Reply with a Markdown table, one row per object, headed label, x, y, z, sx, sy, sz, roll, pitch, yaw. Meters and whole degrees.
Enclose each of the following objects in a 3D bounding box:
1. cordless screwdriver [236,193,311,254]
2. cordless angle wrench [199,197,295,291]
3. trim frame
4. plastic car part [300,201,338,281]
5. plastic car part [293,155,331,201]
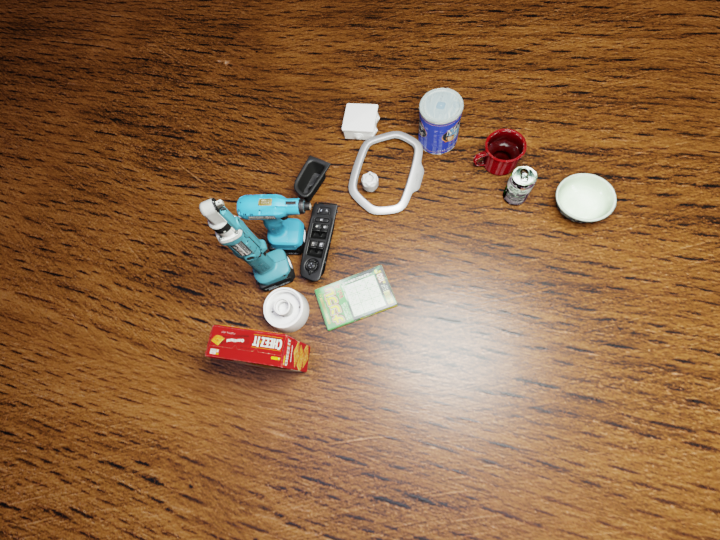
| label | x | y | z | sx | sy | sz | roll | pitch | yaw |
| --- | --- | --- | --- | --- | --- | --- | --- | --- | --- |
| cordless screwdriver | -0.174 | -0.109 | 0.996 | 0.162 | 0.240 | 0.075 | 1 | 73 | 8 |
| cordless angle wrench | -0.238 | -0.049 | 0.897 | 0.098 | 0.409 | 0.076 | -21 | 72 | 0 |
| trim frame | 0.070 | -0.260 | 1.115 | 0.189 | 0.026 | 0.250 | 13 | 74 | 15 |
| plastic car part | -0.104 | -0.068 | 1.062 | 0.068 | 0.065 | 0.205 | 9 | 73 | 12 |
| plastic car part | -0.130 | -0.234 | 1.124 | 0.068 | 0.068 | 0.117 | 25 | 77 | 16 |
